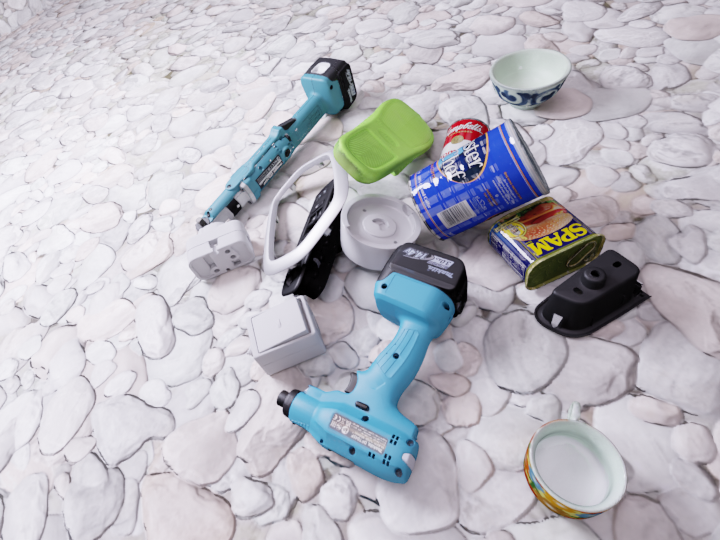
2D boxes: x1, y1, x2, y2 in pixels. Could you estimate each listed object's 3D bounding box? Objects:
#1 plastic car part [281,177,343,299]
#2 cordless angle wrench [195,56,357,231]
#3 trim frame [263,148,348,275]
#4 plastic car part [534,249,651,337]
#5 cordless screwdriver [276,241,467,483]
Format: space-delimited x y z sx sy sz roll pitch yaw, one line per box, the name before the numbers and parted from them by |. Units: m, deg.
plastic car part | -0.060 -0.039 0.611 0.068 0.064 0.205 -25 36 46
cordless angle wrench | -0.151 -0.222 0.768 0.078 0.093 0.422 22 67 28
trim frame | -0.087 -0.092 0.625 0.186 0.026 0.258 -37 36 21
plastic car part | 0.256 0.020 0.466 0.115 0.068 0.069 -29 51 -11
cordless screwdriver | 0.020 0.085 0.487 0.166 0.071 0.249 15 63 26
